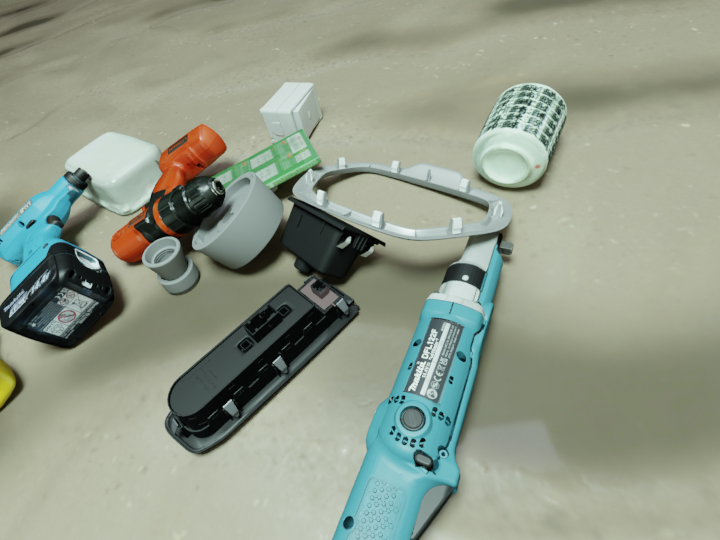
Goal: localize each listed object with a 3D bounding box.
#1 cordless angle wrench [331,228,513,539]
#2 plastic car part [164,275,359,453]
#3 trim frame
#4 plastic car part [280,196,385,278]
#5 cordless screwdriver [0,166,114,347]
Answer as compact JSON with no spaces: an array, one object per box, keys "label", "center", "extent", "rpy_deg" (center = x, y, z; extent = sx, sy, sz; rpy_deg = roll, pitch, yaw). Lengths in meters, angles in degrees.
[{"label":"cordless angle wrench","center":[0.040,0.119,0.301],"extent":[0.102,0.071,0.424],"rpy_deg":[12,53,23]},{"label":"plastic car part","center":[-0.092,0.075,0.384],"extent":[0.070,0.064,0.201],"rpy_deg":[36,70,28]},{"label":"trim frame","center":[0.038,-0.088,0.467],"extent":[0.263,0.027,0.178],"rpy_deg":[25,37,38]},{"label":"plastic car part","center":[-0.044,-0.029,0.454],"extent":[0.123,0.062,0.071],"rpy_deg":[28,95,44]},{"label":"cordless screwdriver","center":[-0.375,-0.032,0.527],"extent":[0.159,0.070,0.263],"rpy_deg":[-50,51,-4]}]
